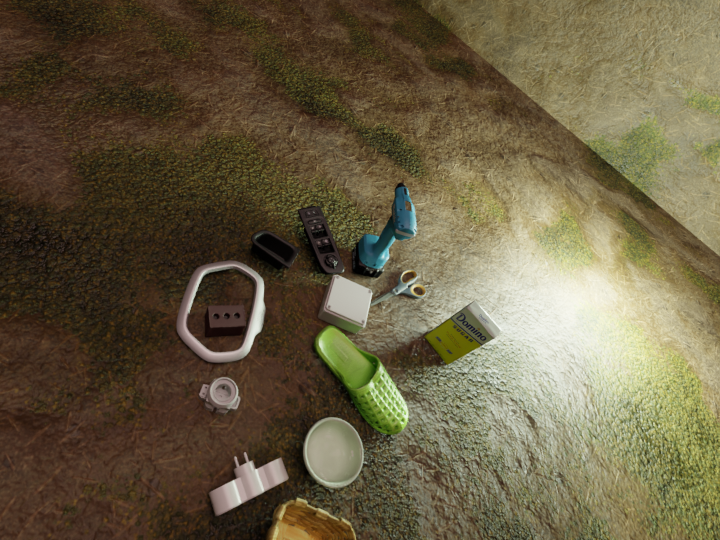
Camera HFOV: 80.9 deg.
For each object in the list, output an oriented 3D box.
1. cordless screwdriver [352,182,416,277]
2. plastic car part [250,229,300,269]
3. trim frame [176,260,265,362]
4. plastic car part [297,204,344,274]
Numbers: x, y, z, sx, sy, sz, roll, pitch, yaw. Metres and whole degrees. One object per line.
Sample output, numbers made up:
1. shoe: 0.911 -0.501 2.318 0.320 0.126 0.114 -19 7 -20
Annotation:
1. cordless screwdriver: 0.060 -0.099 1.086 0.072 0.249 0.164 15 53 -20
2. plastic car part: -0.218 -0.045 1.037 0.116 0.071 0.066 32 49 -2
3. trim frame: -0.300 0.084 0.935 0.179 0.027 0.255 15 52 -15
4. plastic car part: -0.108 -0.071 1.109 0.064 0.067 0.211 -10 62 -32
